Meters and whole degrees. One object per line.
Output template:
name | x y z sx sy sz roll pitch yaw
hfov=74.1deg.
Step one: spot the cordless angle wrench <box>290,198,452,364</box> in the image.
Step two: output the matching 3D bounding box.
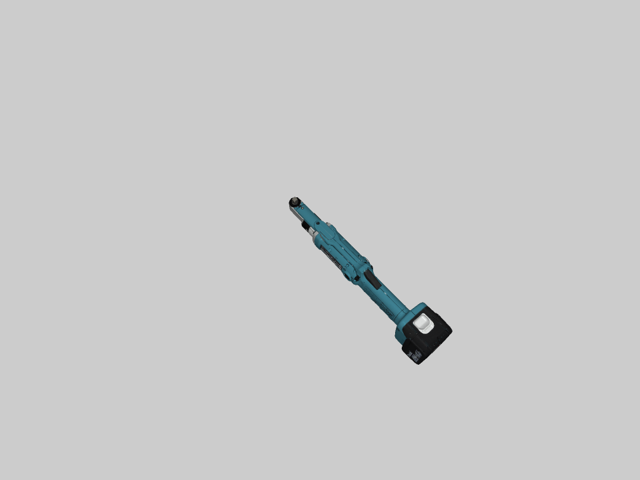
cordless angle wrench | 0.074 0.058 0.852 0.074 0.422 0.098 -37 -23 -17
